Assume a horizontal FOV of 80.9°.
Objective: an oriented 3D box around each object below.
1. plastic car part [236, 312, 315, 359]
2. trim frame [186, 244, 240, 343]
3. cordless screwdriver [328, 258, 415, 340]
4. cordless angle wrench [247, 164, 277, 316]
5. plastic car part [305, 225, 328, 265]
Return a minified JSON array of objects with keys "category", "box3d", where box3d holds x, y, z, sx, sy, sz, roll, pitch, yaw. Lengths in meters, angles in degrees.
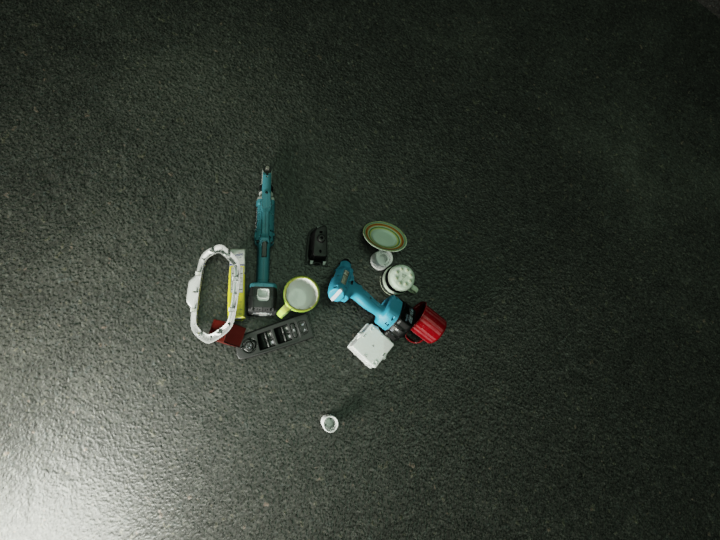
[{"category":"plastic car part","box3d":[-0.225,0.170,1.093,0.200,0.068,0.066,-18,90,-11]},{"category":"trim frame","box3d":[-0.372,0.056,1.061,0.026,0.193,0.250,14,78,-54]},{"category":"cordless screwdriver","box3d":[0.030,0.071,1.153,0.245,0.075,0.161,32,34,-9]},{"category":"cordless angle wrench","box3d":[-0.261,-0.091,1.150,0.073,0.098,0.431,2,71,-14]},{"category":"plastic car part","box3d":[-0.115,-0.075,1.177,0.064,0.072,0.118,5,79,-14]}]
